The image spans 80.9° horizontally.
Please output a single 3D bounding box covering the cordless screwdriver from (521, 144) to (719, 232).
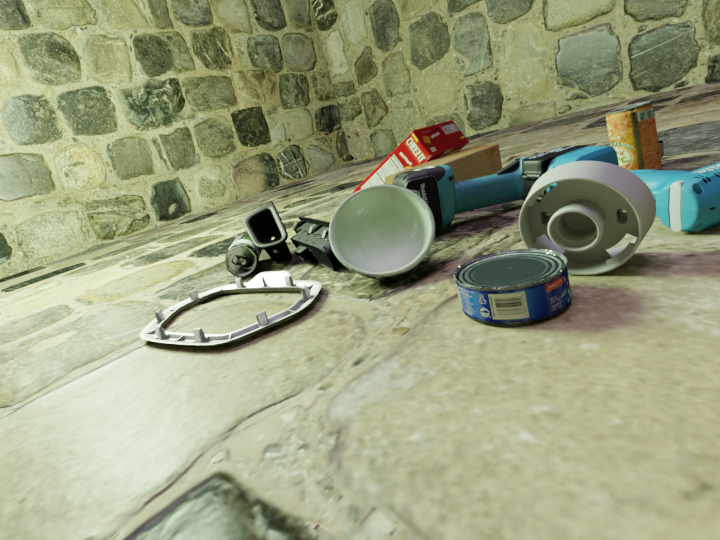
[{"bbox_3d":[0.327,-0.108,0.495,0.157,0.072,0.259,-19,21,-13],"label":"cordless screwdriver"}]

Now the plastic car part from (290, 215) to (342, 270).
[{"bbox_3d":[-0.063,-0.041,0.647,0.066,0.064,0.212,-32,21,-21],"label":"plastic car part"}]

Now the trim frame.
[{"bbox_3d":[-0.165,0.043,0.530,0.259,0.027,0.180,-5,19,36],"label":"trim frame"}]

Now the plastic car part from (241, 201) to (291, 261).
[{"bbox_3d":[-0.155,-0.055,0.741,0.066,0.067,0.123,-30,48,-5],"label":"plastic car part"}]

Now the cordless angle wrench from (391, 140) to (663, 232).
[{"bbox_3d":[0.264,-0.141,0.645,0.420,0.096,0.076,-13,14,-4],"label":"cordless angle wrench"}]
